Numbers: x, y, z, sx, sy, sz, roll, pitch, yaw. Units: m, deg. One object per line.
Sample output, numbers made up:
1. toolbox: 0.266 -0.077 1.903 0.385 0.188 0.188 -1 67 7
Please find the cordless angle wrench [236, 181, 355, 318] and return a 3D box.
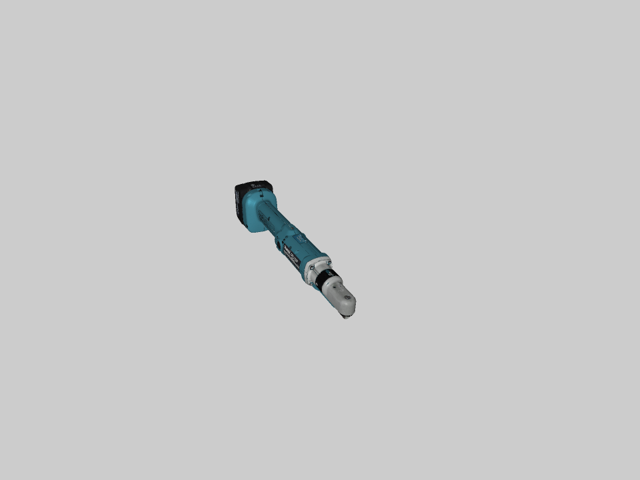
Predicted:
1. cordless angle wrench: -0.055 0.005 0.799 0.074 0.098 0.422 -14 35 -26
